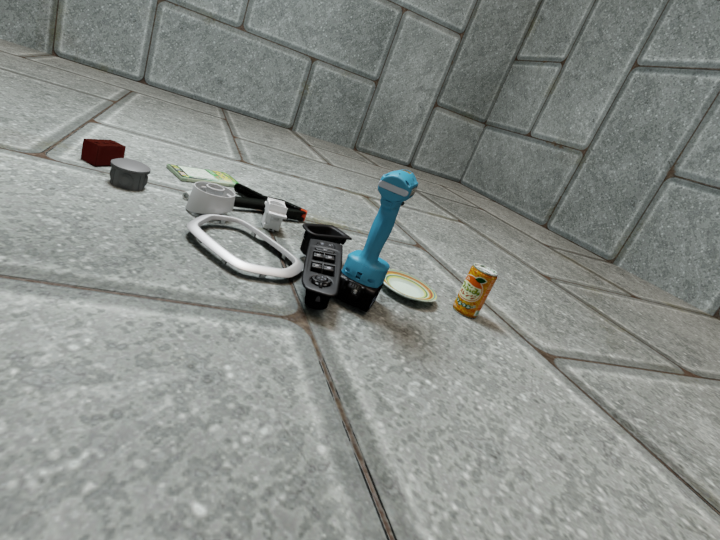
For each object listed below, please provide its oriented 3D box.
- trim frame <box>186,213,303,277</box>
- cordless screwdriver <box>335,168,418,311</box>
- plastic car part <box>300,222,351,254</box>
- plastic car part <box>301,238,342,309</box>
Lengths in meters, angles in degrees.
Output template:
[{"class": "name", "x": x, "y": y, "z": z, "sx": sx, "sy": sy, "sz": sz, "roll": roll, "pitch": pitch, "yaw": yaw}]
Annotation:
[{"class": "trim frame", "x": -0.219, "y": -0.049, "z": 0.806, "sx": 0.261, "sy": 0.027, "sz": 0.177, "roll": 31, "pitch": 23, "yaw": 28}, {"class": "cordless screwdriver", "x": 0.036, "y": -0.060, "z": 0.752, "sx": 0.076, "sy": 0.247, "sz": 0.157, "roll": 25, "pitch": 20, "yaw": 9}, {"class": "plastic car part", "x": -0.086, "y": -0.057, "z": 0.884, "sx": 0.070, "sy": 0.070, "sz": 0.111, "roll": 35, "pitch": 24, "yaw": 34}, {"class": "plastic car part", "x": -0.072, "y": 0.006, "z": 0.743, "sx": 0.065, "sy": 0.066, "sz": 0.207, "roll": 18, "pitch": 20, "yaw": -9}]
